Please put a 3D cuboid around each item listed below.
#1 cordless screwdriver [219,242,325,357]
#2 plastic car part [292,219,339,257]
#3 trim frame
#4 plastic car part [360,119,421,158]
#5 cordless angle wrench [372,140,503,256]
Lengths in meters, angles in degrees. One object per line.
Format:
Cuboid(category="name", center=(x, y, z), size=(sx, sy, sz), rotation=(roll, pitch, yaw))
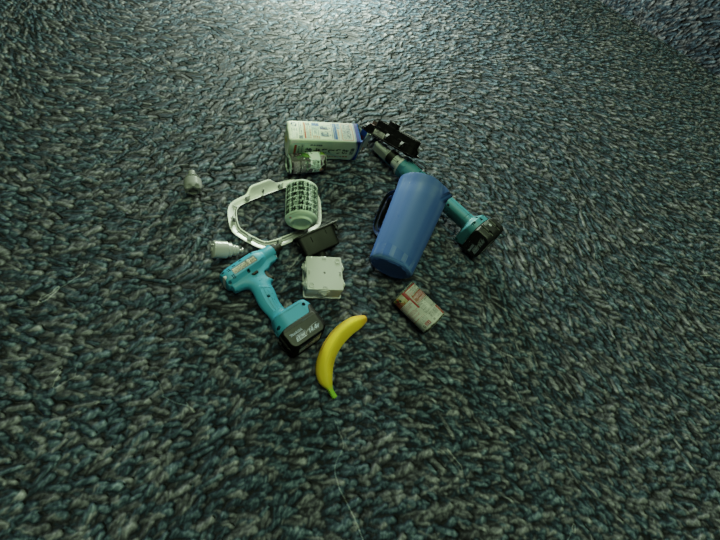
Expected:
Cuboid(category="cordless screwdriver", center=(-0.173, 0.053, 0.923), size=(0.156, 0.073, 0.257), rotation=(-37, 70, -28))
Cuboid(category="plastic car part", center=(-0.099, -0.065, 1.017), size=(0.114, 0.067, 0.071), rotation=(-29, 86, -22))
Cuboid(category="trim frame", center=(-0.210, -0.148, 1.056), size=(0.243, 0.027, 0.191), rotation=(-27, 68, -22))
Cuboid(category="plastic car part", center=(0.097, -0.377, 1.193), size=(0.213, 0.067, 0.063), rotation=(45, 23, 30))
Cuboid(category="cordless angle wrench", center=(0.186, -0.216, 1.145), size=(0.073, 0.096, 0.438), rotation=(-32, 68, -31))
